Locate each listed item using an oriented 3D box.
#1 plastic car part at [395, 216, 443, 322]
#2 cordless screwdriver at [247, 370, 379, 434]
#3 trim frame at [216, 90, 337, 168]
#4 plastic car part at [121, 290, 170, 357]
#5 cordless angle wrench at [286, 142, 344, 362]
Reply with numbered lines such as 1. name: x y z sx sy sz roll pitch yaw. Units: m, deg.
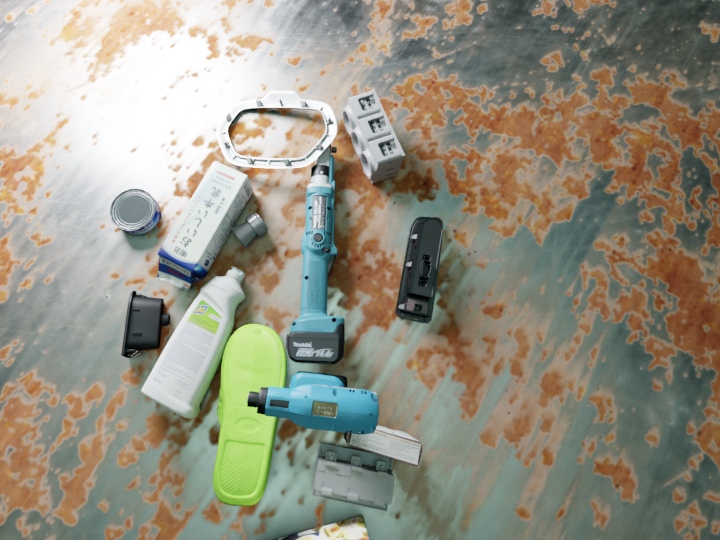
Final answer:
1. plastic car part: 0.113 -0.013 0.770 0.067 0.065 0.205 9 72 7
2. cordless screwdriver: -0.077 0.187 0.613 0.158 0.248 0.075 8 76 -7
3. trim frame: -0.170 -0.283 0.844 0.254 0.026 0.187 4 66 12
4. plastic car part: -0.374 0.093 0.743 0.069 0.066 0.119 6 71 -17
5. cordless angle wrench: -0.076 -0.050 0.777 0.098 0.073 0.431 1 72 -3
